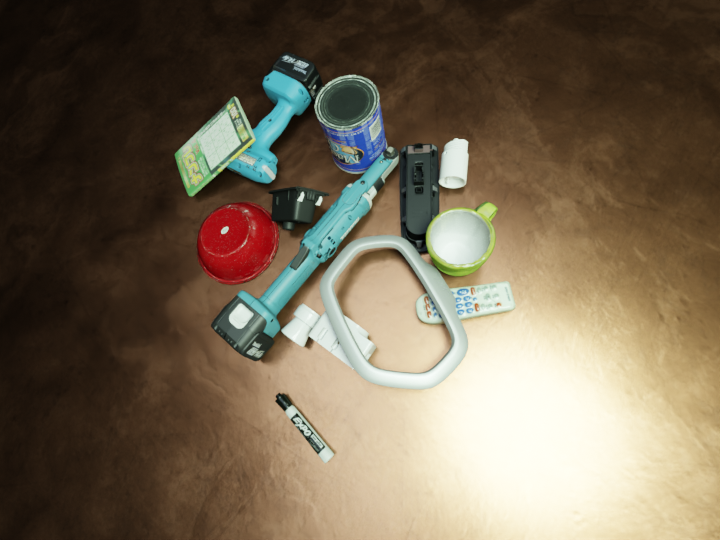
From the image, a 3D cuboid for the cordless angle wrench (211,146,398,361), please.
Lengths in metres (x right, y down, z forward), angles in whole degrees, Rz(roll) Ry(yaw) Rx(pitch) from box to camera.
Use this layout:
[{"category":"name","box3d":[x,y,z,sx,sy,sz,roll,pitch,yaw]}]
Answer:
[{"category":"cordless angle wrench","box3d":[-0.068,-0.045,0.700,0.077,0.094,0.422,35,78,19]}]

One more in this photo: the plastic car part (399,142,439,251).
[{"category":"plastic car part","box3d":[0.099,-0.129,0.699,0.067,0.065,0.206,1,74,4]}]

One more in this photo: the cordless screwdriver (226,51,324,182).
[{"category":"cordless screwdriver","box3d":[-0.188,-0.300,0.822,0.165,0.071,0.249,26,83,20]}]

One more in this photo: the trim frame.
[{"category":"trim frame","box3d":[0.046,0.053,0.621,0.183,0.026,0.260,-25,60,-6]}]

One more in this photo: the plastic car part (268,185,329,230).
[{"category":"plastic car part","box3d":[-0.117,-0.105,0.732,0.122,0.063,0.071,2,85,52]}]
